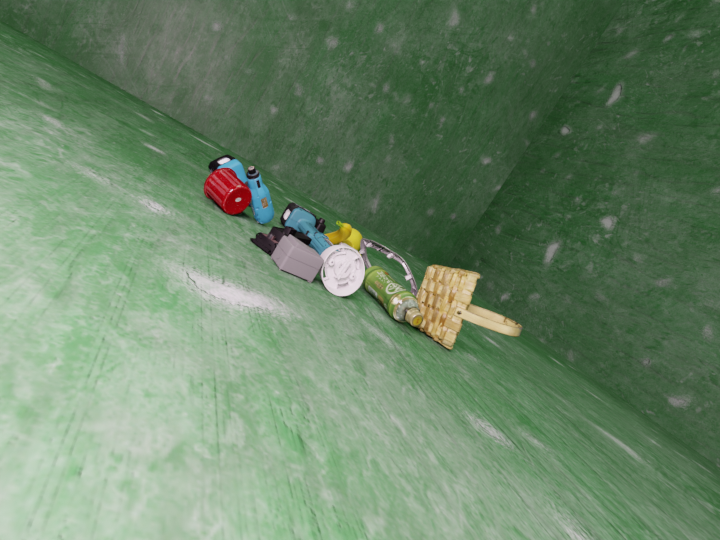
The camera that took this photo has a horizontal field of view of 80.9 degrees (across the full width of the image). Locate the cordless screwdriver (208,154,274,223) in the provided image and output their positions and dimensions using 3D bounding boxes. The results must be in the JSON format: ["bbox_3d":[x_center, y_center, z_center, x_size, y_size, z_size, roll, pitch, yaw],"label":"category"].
[{"bbox_3d":[-0.321,-0.242,1.125,0.263,0.073,0.153,39,-31,37],"label":"cordless screwdriver"}]

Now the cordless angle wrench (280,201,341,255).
[{"bbox_3d":[-0.112,-0.073,1.141,0.093,0.074,0.446,25,13,-35],"label":"cordless angle wrench"}]

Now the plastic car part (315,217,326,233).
[{"bbox_3d":[-0.144,-0.144,1.408,0.063,0.071,0.121,26,7,-24],"label":"plastic car part"}]

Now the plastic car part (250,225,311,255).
[{"bbox_3d":[-0.165,-0.067,0.956,0.069,0.067,0.196,27,4,17],"label":"plastic car part"}]

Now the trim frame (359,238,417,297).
[{"bbox_3d":[0.067,0.002,1.105,0.262,0.027,0.178,34,-36,55],"label":"trim frame"}]
